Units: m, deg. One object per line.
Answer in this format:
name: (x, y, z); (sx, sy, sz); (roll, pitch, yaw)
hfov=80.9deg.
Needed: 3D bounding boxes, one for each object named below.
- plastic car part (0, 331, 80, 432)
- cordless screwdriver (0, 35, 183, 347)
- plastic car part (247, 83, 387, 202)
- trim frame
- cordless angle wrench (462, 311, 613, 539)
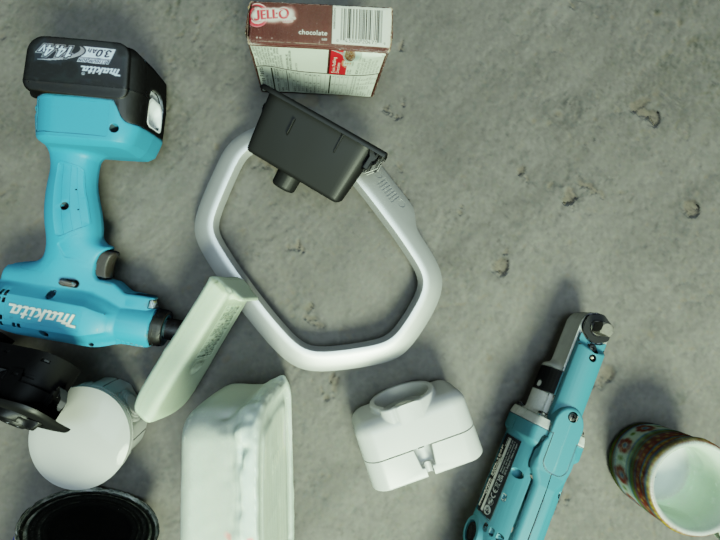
plastic car part: (-0.299, 0.083, 0.335); (0.210, 0.063, 0.067); (7, 46, 22)
cordless screwdriver: (-0.215, -0.059, 0.363); (0.159, 0.074, 0.248); (10, 90, -2)
plastic car part: (-0.043, -0.097, 0.356); (0.117, 0.066, 0.071); (28, 100, 3)
trim frame: (-0.038, -0.025, 0.386); (0.184, 0.027, 0.250); (-38, 86, -2)
cordless angle wrench: (0.114, 0.227, 0.345); (0.074, 0.098, 0.423); (26, 82, -3)
